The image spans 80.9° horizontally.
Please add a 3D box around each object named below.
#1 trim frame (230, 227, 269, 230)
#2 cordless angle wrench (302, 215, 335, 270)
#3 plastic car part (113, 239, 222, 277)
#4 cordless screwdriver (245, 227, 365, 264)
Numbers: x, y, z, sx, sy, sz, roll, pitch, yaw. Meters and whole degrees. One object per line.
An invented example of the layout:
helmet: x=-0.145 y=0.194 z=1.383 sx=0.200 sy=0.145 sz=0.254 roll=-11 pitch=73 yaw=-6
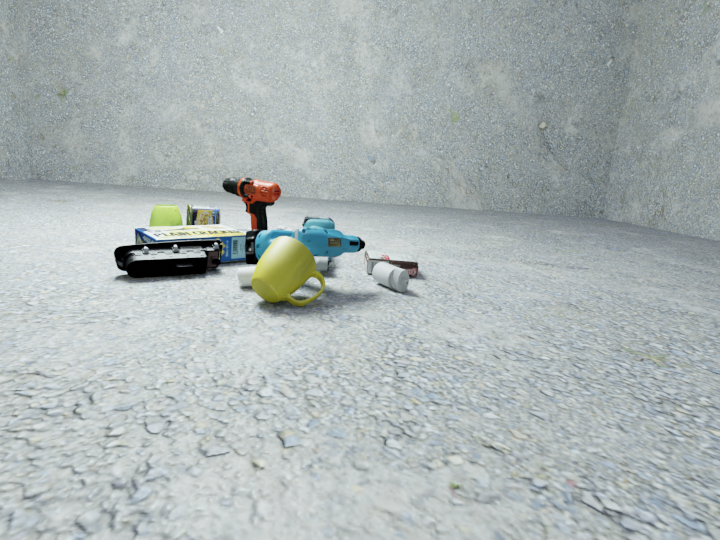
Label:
trim frame: x=-0.308 y=-0.099 z=1.238 sx=0.259 sy=0.027 sz=0.179 roll=12 pitch=14 yaw=23
cordless angle wrench: x=-0.106 y=-0.070 z=1.089 sx=0.097 sy=0.073 sz=0.432 roll=2 pitch=16 yaw=-7
plastic car part: x=-0.368 y=-0.016 z=0.823 sx=0.195 sy=0.065 sz=0.071 roll=-2 pitch=39 yaw=-28
cordless screwdriver: x=-0.122 y=-0.050 z=0.862 sx=0.152 sy=0.074 sz=0.260 roll=0 pitch=-1 yaw=-41
